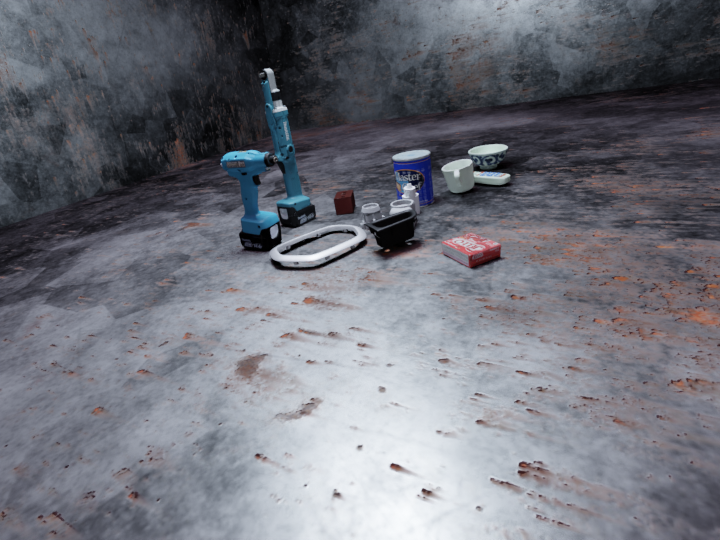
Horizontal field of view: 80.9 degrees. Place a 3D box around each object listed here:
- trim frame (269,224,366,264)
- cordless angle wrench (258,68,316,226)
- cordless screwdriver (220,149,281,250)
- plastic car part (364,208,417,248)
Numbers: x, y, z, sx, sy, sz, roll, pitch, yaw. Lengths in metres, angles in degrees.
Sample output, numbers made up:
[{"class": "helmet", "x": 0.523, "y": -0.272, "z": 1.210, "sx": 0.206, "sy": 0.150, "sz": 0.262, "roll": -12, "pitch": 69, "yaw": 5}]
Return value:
[{"class": "trim frame", "x": -0.099, "y": -0.065, "z": 1.010, "sx": 0.242, "sy": 0.027, "sz": 0.195, "roll": -28, "pitch": 30, "yaw": -33}, {"class": "cordless angle wrench", "x": -0.211, "y": -0.332, "z": 1.166, "sx": 0.078, "sy": 0.411, "sz": 0.095, "roll": 11, "pitch": 29, "yaw": 40}, {"class": "cordless screwdriver", "x": -0.250, "y": -0.174, "z": 1.049, "sx": 0.167, "sy": 0.242, "sz": 0.073, "roll": 5, "pitch": 26, "yaw": 32}, {"class": "plastic car part", "x": 0.077, "y": -0.084, "z": 0.930, "sx": 0.114, "sy": 0.069, "sz": 0.069, "roll": -18, "pitch": 24, "yaw": -17}]
